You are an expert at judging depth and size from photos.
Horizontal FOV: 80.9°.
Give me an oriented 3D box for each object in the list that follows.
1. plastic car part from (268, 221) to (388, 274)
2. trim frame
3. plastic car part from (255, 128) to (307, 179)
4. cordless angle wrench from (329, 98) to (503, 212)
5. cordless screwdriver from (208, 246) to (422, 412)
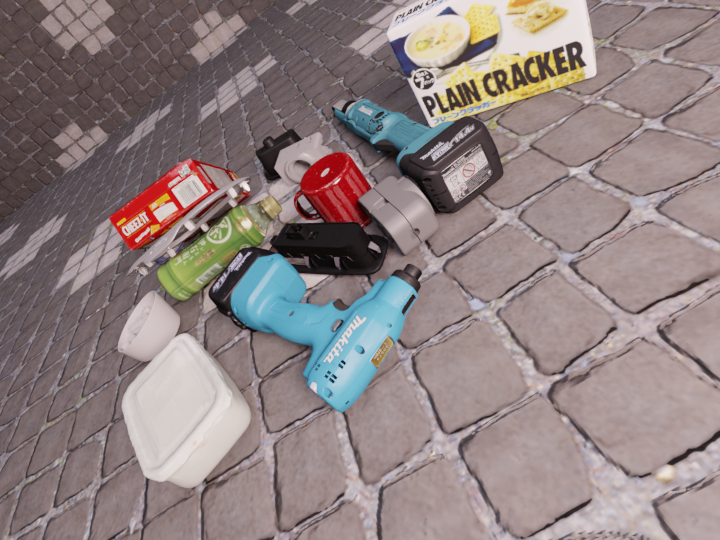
[{"bbox_3d":[-0.054,-0.036,0.555,0.214,0.064,0.066,7,50,40],"label":"plastic car part"},{"bbox_3d":[-0.255,-0.064,0.641,0.253,0.027,0.184,-31,13,22],"label":"trim frame"},{"bbox_3d":[-0.153,-0.227,0.809,0.119,0.067,0.068,-22,39,17],"label":"plastic car part"},{"bbox_3d":[0.040,-0.213,0.643,0.098,0.070,0.445,-38,36,1],"label":"cordless angle wrench"},{"bbox_3d":[-0.059,0.031,0.485,0.263,0.070,0.159,21,67,44],"label":"cordless screwdriver"}]
